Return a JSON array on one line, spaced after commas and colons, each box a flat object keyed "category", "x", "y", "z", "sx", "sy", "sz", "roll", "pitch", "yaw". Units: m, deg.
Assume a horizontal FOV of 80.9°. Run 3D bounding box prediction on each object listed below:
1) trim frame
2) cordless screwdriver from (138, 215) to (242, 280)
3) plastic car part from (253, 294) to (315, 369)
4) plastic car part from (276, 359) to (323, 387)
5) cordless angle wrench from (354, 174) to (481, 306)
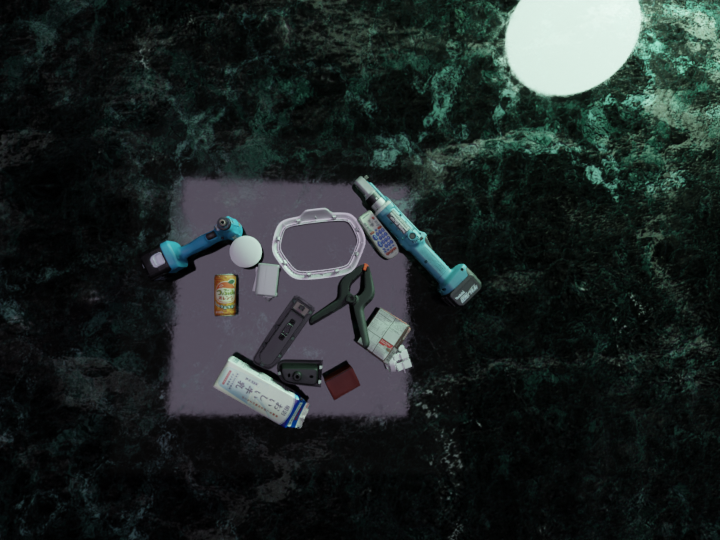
[{"category": "trim frame", "x": -0.109, "y": -0.071, "z": 1.115, "sx": 0.247, "sy": 0.027, "sz": 0.186, "roll": -7, "pitch": 83, "yaw": -3}, {"category": "cordless screwdriver", "x": -0.410, "y": -0.061, "z": 1.029, "sx": 0.247, "sy": 0.159, "sz": 0.074, "roll": -27, "pitch": 90, "yaw": -5}, {"category": "plastic car part", "x": -0.194, "y": 0.164, "z": 1.067, "sx": 0.065, "sy": 0.068, "sz": 0.203, "roll": 36, "pitch": 85, "yaw": -9}, {"category": "plastic car part", "x": -0.150, "y": 0.259, "z": 1.052, "sx": 0.115, "sy": 0.071, "sz": 0.066, "roll": 5, "pitch": 83, "yaw": -8}, {"category": "cordless angle wrench", "x": 0.133, "y": -0.086, "z": 1.112, "sx": 0.097, "sy": 0.074, "sz": 0.427, "roll": -42, "pitch": 85, "yaw": -8}]
